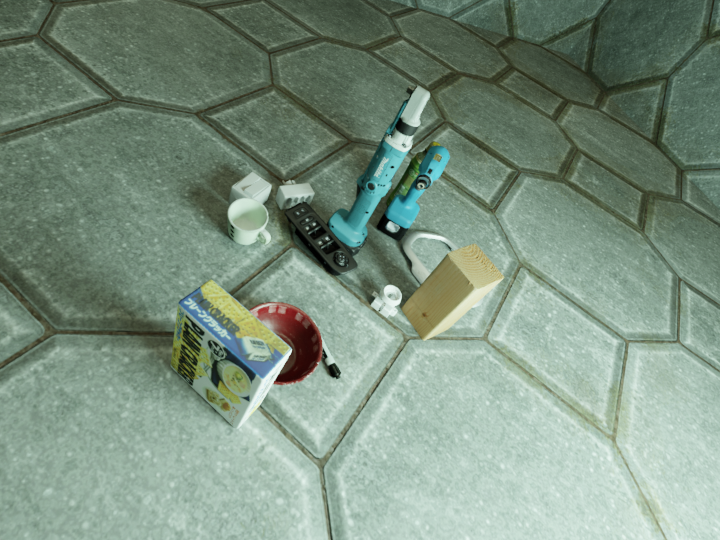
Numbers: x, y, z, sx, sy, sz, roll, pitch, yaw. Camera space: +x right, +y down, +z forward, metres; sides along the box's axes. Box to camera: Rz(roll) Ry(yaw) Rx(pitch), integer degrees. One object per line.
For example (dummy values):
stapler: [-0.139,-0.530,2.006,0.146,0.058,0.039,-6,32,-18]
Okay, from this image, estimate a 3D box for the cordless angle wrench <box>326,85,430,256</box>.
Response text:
cordless angle wrench: [0.031,-0.184,0.869,0.099,0.421,0.074,37,47,4]

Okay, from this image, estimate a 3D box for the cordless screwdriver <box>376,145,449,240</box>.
cordless screwdriver: [0.120,-0.170,1.012,0.075,0.248,0.159,32,47,0]

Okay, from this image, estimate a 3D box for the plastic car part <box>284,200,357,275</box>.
plastic car part: [-0.094,-0.061,0.956,0.064,0.066,0.210,-29,68,-39]

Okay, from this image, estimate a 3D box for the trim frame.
trim frame: [0.210,-0.008,1.063,0.178,0.027,0.258,-20,62,-34]
